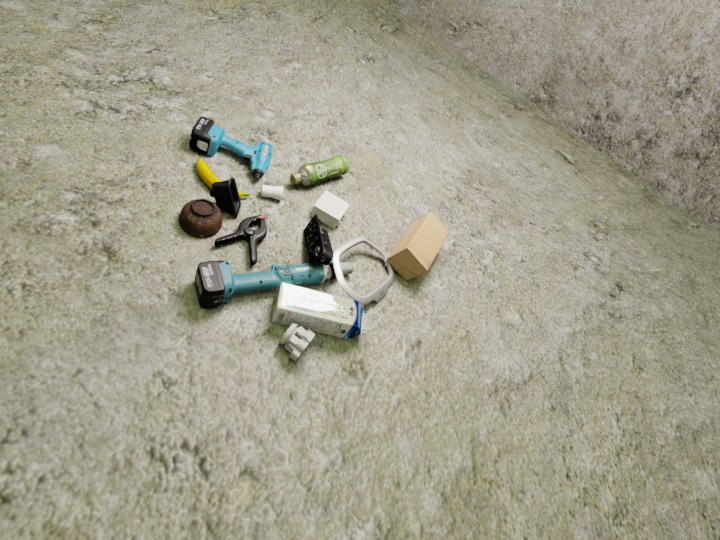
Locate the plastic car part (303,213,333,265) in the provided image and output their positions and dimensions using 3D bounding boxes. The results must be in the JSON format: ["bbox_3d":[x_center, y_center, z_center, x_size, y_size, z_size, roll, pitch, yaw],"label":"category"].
[{"bbox_3d":[-0.112,-0.073,1.146,0.064,0.067,0.210,37,19,-26],"label":"plastic car part"}]

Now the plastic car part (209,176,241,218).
[{"bbox_3d":[-0.374,-0.206,1.158,0.071,0.112,0.068,-1,50,3],"label":"plastic car part"}]

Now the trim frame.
[{"bbox_3d":[0.011,-0.002,1.163,0.186,0.028,0.242,52,37,3],"label":"trim frame"}]

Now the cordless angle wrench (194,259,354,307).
[{"bbox_3d":[-0.196,0.014,1.069,0.406,0.074,0.102,-7,55,-31],"label":"cordless angle wrench"}]

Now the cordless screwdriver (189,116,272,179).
[{"bbox_3d":[-0.400,-0.371,1.305,0.242,0.074,0.163,17,47,-15],"label":"cordless screwdriver"}]
